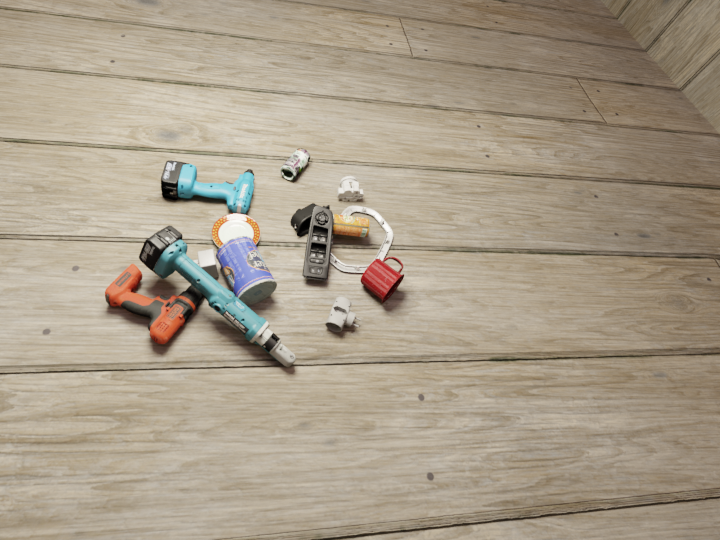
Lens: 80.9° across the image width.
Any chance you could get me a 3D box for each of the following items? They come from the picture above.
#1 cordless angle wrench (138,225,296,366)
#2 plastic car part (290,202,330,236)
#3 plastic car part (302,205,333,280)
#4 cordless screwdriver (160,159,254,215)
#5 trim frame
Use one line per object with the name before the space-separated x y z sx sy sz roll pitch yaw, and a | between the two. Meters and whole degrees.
cordless angle wrench | -0.311 0.071 0.958 0.423 0.099 0.074 41 38 0
plastic car part | -0.151 -0.153 1.205 0.114 0.064 0.075 -29 53 -24
plastic car part | -0.111 -0.073 1.135 0.066 0.066 0.205 6 78 -2
cordless screwdriver | -0.428 -0.252 1.202 0.245 0.074 0.163 12 55 -9
trim frame | -0.007 -0.094 1.210 0.187 0.027 0.249 26 57 7
